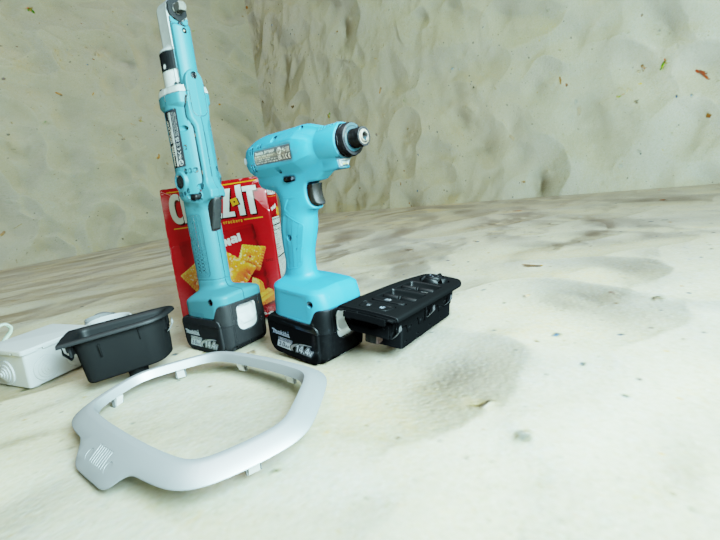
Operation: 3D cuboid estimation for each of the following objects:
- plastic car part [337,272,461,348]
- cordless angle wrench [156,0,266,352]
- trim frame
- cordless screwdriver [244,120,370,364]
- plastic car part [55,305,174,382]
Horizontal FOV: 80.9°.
[{"bbox_3d":[0.059,0.044,0.475,0.069,0.066,0.196,-1,13,35],"label":"plastic car part"},{"bbox_3d":[-0.200,-0.111,0.527,0.103,0.418,0.072,-1,10,39],"label":"cordless angle wrench"},{"bbox_3d":[-0.142,0.116,0.365,0.261,0.027,0.178,1,15,38],"label":"trim frame"},{"bbox_3d":[-0.044,-0.029,0.452,0.167,0.246,0.071,1,12,43],"label":"cordless screwdriver"},{"bbox_3d":[-0.264,0.089,0.476,0.113,0.070,0.068,-12,11,-20],"label":"plastic car part"}]
